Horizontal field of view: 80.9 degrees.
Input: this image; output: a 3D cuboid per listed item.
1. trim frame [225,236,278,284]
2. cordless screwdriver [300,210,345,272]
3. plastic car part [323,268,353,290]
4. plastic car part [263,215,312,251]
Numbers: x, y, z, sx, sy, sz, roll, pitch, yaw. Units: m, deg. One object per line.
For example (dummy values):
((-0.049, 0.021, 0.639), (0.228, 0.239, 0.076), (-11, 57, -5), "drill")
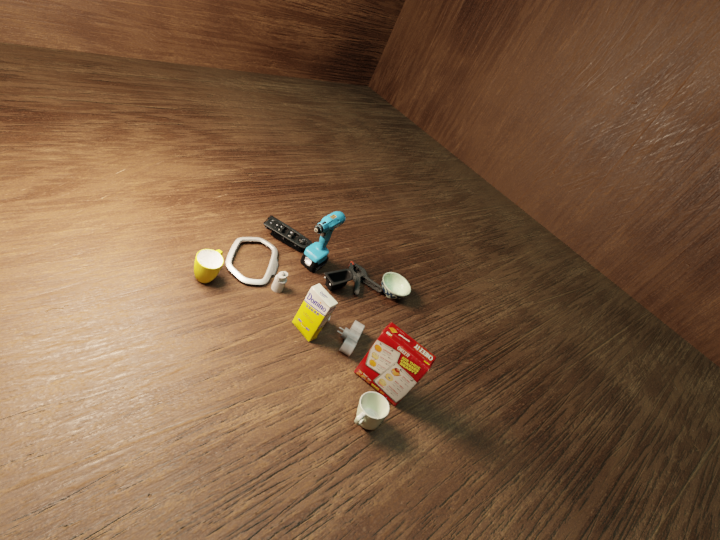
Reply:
((-0.386, -0.039, 1.529), (0.181, 0.027, 0.255), (18, 38, -10), "trim frame")
((-0.152, -0.099, 1.552), (0.076, 0.247, 0.155), (39, 38, 12), "cordless screwdriver")
((-0.084, 0.041, 1.569), (0.112, 0.070, 0.069), (-11, 51, -39), "plastic car part")
((-0.289, -0.134, 1.665), (0.204, 0.066, 0.066), (28, 37, 3), "plastic car part")
